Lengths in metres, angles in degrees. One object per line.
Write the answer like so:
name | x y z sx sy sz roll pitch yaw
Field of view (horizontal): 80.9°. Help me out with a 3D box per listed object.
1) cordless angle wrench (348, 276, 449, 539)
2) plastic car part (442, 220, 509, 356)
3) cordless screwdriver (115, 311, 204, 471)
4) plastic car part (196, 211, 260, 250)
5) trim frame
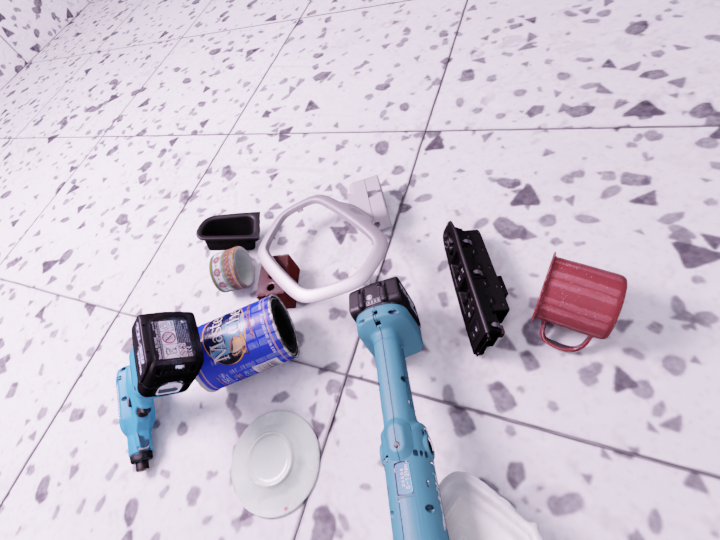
cordless angle wrench | 0.050 0.193 0.453 0.076 0.093 0.438 -23 43 16
plastic car part | 0.163 0.011 0.595 0.067 0.063 0.211 -13 54 1
cordless screwdriver | -0.295 0.174 0.598 0.251 0.071 0.166 -46 54 39
plastic car part | -0.245 -0.065 0.805 0.116 0.068 0.068 -5 54 -1
trim frame | -0.066 -0.043 0.675 0.183 0.026 0.263 -43 45 -9
